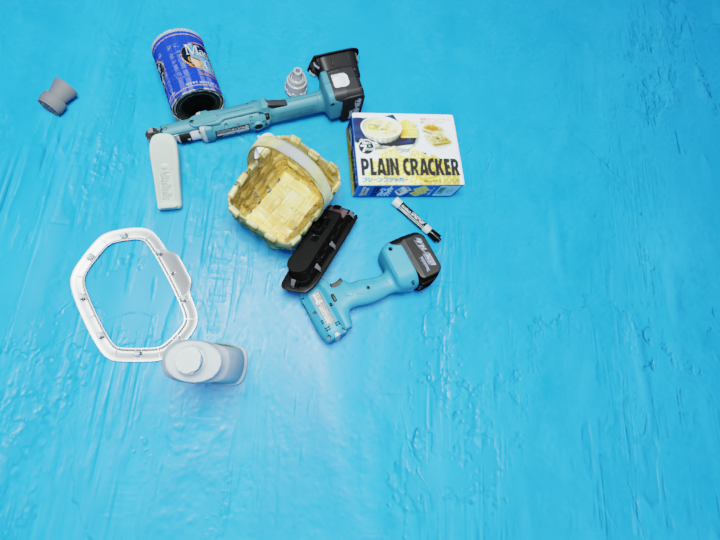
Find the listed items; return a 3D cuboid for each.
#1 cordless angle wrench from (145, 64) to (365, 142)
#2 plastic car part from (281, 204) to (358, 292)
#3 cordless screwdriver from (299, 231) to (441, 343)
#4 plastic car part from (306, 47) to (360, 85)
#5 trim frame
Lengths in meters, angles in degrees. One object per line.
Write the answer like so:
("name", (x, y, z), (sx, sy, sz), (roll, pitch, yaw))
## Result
("cordless angle wrench", (-0.205, -0.307, 0.830), (0.419, 0.097, 0.076), (-16, 79, -8))
("plastic car part", (-0.073, -0.048, 0.749), (0.068, 0.065, 0.203), (20, 61, 14))
("cordless screwdriver", (0.006, 0.007, 0.768), (0.246, 0.073, 0.165), (-28, 70, -11))
("plastic car part", (-0.045, -0.424, 0.900), (0.114, 0.067, 0.071), (-18, 94, -17))
("trim frame", (-0.389, 0.039, 0.730), (0.181, 0.027, 0.254), (-29, 78, -16))
